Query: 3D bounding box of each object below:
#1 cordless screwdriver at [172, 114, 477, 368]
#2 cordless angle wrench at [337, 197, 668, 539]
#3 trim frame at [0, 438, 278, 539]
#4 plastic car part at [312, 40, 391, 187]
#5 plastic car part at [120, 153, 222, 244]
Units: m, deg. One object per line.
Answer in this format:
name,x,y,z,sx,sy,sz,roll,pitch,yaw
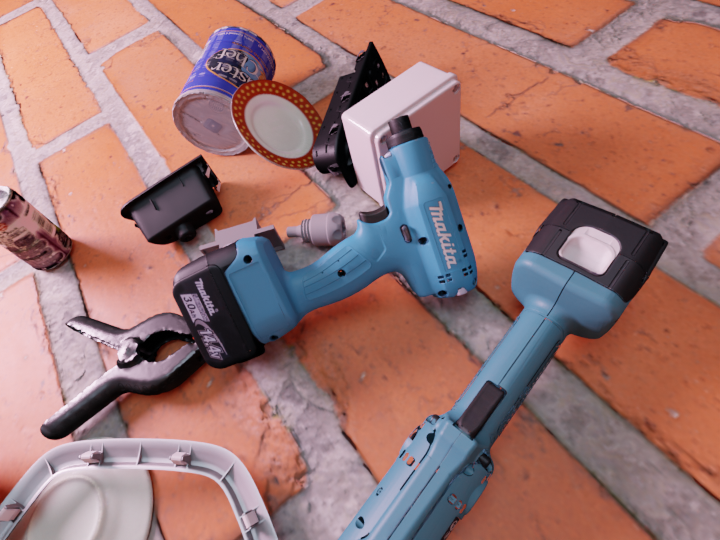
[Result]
cordless screwdriver,-0.036,-0.024,0.369,0.249,0.075,0.158,-19,96,1
cordless angle wrench,0.056,0.131,0.285,0.078,0.093,0.421,34,75,28
trim frame,-0.174,0.220,0.299,0.250,0.027,0.188,-1,65,5
plastic car part,-0.014,-0.190,0.519,0.069,0.063,0.206,-3,57,22
plastic car part,-0.211,-0.070,0.498,0.116,0.064,0.073,-37,72,-7
